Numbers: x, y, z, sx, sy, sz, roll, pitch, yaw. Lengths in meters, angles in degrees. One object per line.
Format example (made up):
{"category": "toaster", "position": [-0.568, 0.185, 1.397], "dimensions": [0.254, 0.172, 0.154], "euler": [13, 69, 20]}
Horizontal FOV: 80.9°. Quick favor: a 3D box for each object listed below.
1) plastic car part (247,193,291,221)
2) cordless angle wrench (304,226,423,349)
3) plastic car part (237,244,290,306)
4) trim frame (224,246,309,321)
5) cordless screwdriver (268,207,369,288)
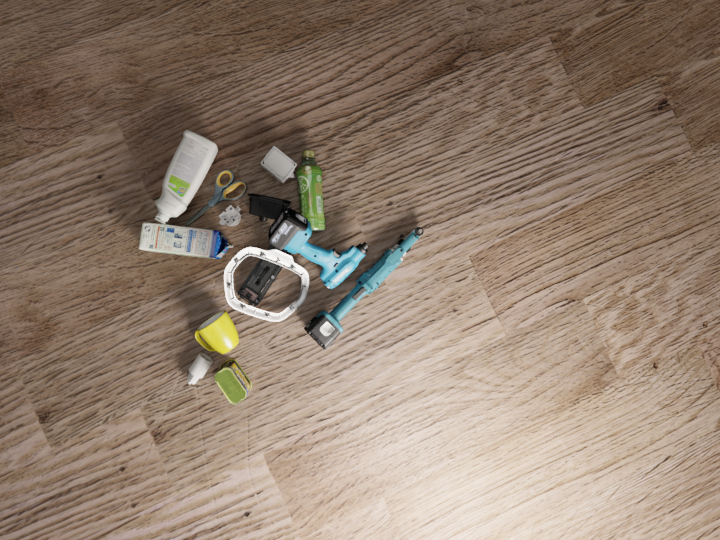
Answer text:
{"category": "plastic car part", "position": [-0.255, -0.168, 1.160], "dimensions": [0.117, 0.066, 0.070], "euler": [9, 102, 0]}
{"category": "cordless angle wrench", "position": [0.022, 0.033, 1.148], "dimensions": [0.074, 0.099, 0.421], "euler": [45, 81, -4]}
{"category": "plastic car part", "position": [-0.257, -0.002, 1.148], "dimensions": [0.067, 0.066, 0.203], "euler": [33, 83, 3]}
{"category": "trim frame", "position": [-0.242, 0.036, 1.108], "dimensions": [0.236, 0.029, 0.184], "euler": [25, 86, -30]}
{"category": "cordless screwdriver", "position": [-0.107, -0.070, 1.099], "dimensions": [0.239, 0.077, 0.160], "euler": [38, 109, -23]}
